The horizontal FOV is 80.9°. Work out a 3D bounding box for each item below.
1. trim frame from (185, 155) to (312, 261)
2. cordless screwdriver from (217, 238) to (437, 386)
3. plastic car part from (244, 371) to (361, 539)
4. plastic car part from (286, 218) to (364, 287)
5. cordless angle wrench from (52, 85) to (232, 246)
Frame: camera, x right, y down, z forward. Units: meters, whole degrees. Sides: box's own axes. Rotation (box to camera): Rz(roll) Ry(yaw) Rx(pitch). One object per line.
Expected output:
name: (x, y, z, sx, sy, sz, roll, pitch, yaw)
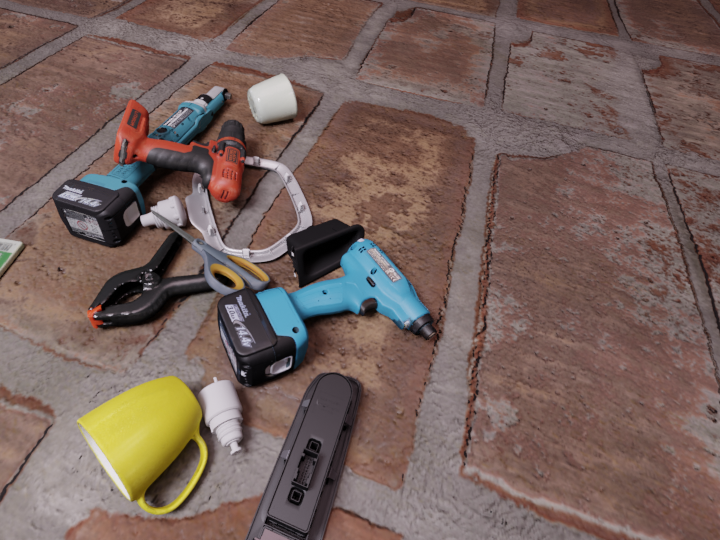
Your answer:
trim frame: (-0.180, -0.109, 0.673, 0.181, 0.027, 0.260, -15, 55, -15)
cordless screwdriver: (-0.038, 0.060, 0.515, 0.242, 0.073, 0.167, -24, 56, -27)
plastic car part: (-0.051, 0.184, 0.419, 0.068, 0.065, 0.204, 12, 48, 12)
plastic car part: (-0.059, -0.039, 0.607, 0.114, 0.064, 0.075, -29, 45, -30)
cordless angle wrench: (-0.335, -0.216, 0.725, 0.099, 0.072, 0.428, 14, 48, 4)
